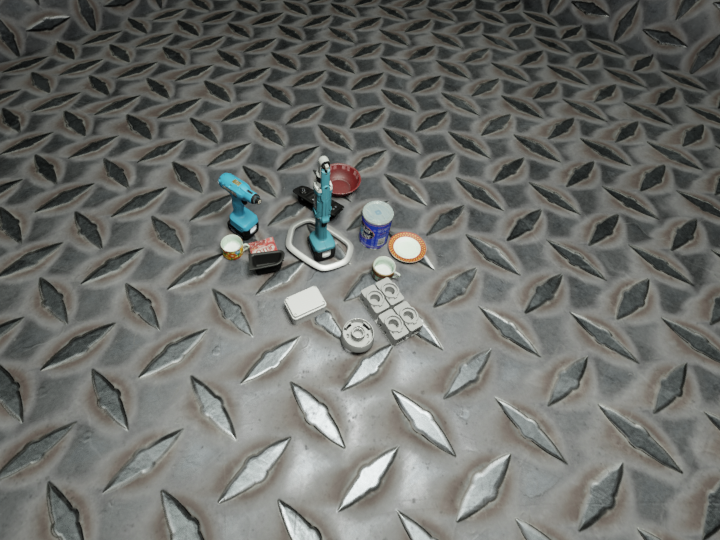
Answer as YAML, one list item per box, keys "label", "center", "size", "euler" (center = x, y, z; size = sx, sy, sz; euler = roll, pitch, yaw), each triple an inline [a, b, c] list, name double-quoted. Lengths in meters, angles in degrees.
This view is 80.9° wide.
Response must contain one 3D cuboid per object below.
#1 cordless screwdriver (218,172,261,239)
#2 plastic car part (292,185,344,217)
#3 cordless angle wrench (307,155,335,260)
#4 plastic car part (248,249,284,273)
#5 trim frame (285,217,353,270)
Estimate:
- label: "cordless screwdriver"
  center: [-0.380, -0.197, 1.392]
  size: [0.165, 0.242, 0.074]
  euler: [34, 59, 17]
- label: "plastic car part"
  center: [-0.157, -0.247, 1.538]
  size: [0.211, 0.065, 0.065]
  euler: [34, 60, 20]
- label: "cordless angle wrench"
  center: [-0.116, -0.183, 1.283]
  size: [0.073, 0.412, 0.102]
  euler: [-16, 59, -16]
- label: "plastic car part"
  center: [-0.301, -0.020, 1.375]
  size: [0.115, 0.069, 0.068]
  euler: [-8, 57, -8]
- label: "trim frame"
  center: [-0.142, -0.093, 1.454]
  size: [0.258, 0.027, 0.183]
  euler: [31, 60, 19]
